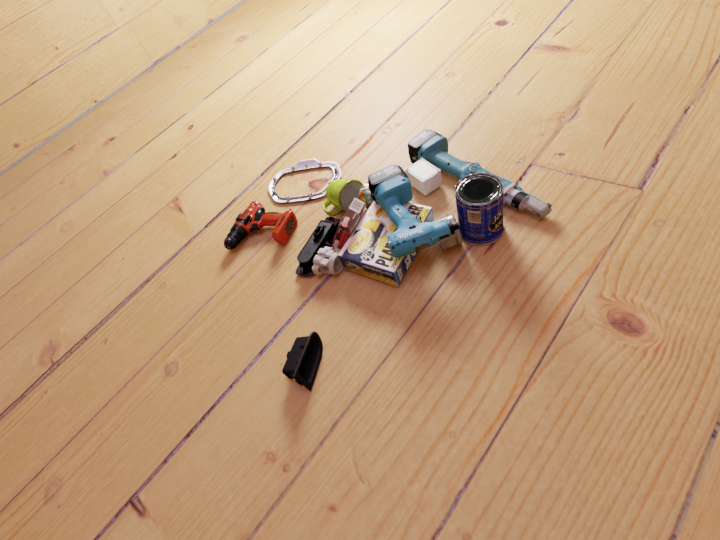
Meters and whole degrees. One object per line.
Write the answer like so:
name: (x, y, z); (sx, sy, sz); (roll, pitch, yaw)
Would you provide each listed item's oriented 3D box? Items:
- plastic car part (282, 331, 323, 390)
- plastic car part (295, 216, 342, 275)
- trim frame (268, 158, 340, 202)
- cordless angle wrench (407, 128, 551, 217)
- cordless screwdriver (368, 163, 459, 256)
plastic car part: (-0.132, 0.194, 0.927); (0.074, 0.062, 0.118); (-10, 45, 30)
plastic car part: (-0.110, -0.072, 1.128); (0.069, 0.064, 0.203); (16, 63, 22)
trim frame: (-0.183, -0.289, 1.349); (0.256, 0.026, 0.188); (-6, 50, 19)
cordless angle wrench: (0.298, -0.249, 1.105); (0.097, 0.071, 0.447); (-38, 52, -11)
cordless screwdriver: (0.117, -0.151, 1.008); (0.160, 0.071, 0.259); (-20, 51, 5)
